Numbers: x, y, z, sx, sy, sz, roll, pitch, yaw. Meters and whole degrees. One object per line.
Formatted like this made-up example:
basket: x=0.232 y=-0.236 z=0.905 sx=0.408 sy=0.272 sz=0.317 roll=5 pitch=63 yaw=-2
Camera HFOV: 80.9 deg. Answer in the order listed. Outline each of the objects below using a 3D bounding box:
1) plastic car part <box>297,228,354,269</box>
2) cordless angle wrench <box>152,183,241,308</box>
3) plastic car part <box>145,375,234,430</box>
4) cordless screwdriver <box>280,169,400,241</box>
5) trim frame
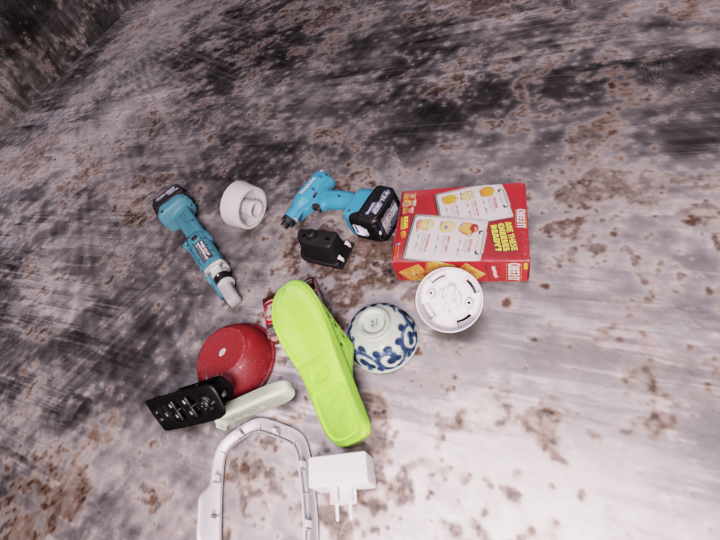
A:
plastic car part: x=-0.083 y=-0.054 z=0.845 sx=0.122 sy=0.067 sz=0.066 roll=12 pitch=59 yaw=26
cordless angle wrench: x=-0.372 y=-0.060 z=0.979 sx=0.097 sy=0.070 sz=0.447 roll=-39 pitch=52 yaw=-8
plastic car part: x=-0.275 y=0.218 z=0.702 sx=0.209 sy=0.066 sz=0.065 roll=-23 pitch=5 yaw=39
cordless screwdriver: x=-0.048 y=-0.122 z=0.881 sx=0.263 sy=0.070 sz=0.159 roll=23 pitch=67 yaw=38
trim frame: x=-0.151 y=0.340 z=0.611 sx=0.187 sy=0.026 sz=0.258 roll=-20 pitch=52 yaw=10
